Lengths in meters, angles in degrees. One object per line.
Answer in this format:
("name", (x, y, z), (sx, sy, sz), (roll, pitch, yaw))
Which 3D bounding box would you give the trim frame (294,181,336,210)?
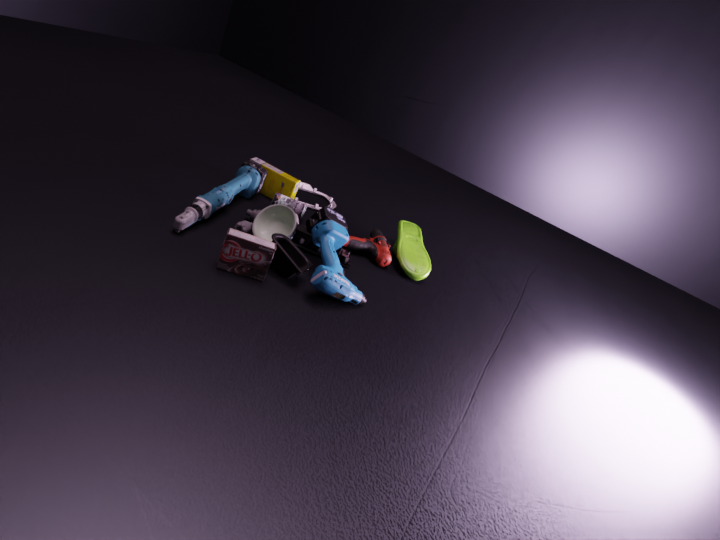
("trim frame", (-0.199, -0.269, 1.490), (0.242, 0.027, 0.191), (13, 28, -16))

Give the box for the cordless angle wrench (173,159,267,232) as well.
("cordless angle wrench", (-0.381, -0.205, 1.162), (0.074, 0.097, 0.424), (28, 30, -2))

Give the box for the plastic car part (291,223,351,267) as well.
("plastic car part", (-0.114, -0.075, 1.171), (0.202, 0.066, 0.067), (19, 34, -4))

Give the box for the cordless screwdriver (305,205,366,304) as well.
("cordless screwdriver", (-0.058, -0.034, 1.054), (0.151, 0.076, 0.258), (30, 36, -37))

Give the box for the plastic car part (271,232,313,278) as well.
("plastic car part", (-0.182, -0.028, 1.013), (0.118, 0.071, 0.065), (46, 26, 6))
